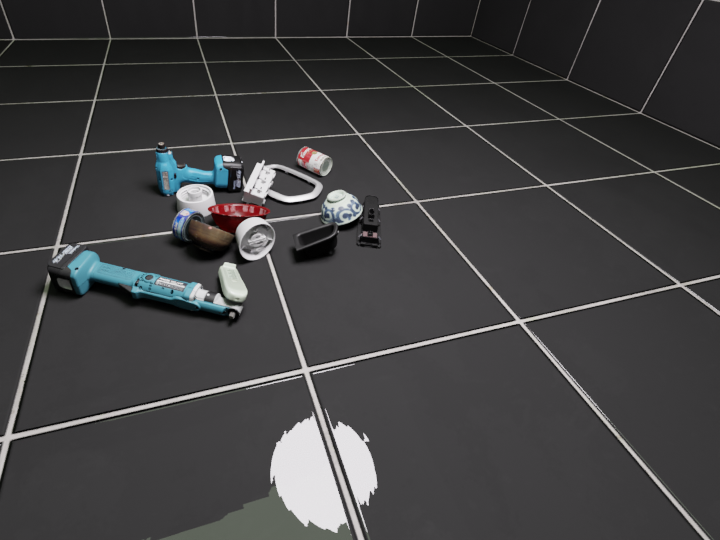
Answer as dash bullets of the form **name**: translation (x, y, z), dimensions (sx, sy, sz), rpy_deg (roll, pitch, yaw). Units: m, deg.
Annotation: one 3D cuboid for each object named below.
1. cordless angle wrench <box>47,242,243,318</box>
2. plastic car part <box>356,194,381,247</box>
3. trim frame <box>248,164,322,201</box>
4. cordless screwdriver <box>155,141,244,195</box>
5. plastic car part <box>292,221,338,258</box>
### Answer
- **cordless angle wrench**: translation (-0.459, 0.035, 0.920), dimensions (0.428, 0.072, 0.099), rpy_deg (13, 41, 6)
- **plastic car part**: translation (0.025, -0.149, 1.187), dimensions (0.067, 0.065, 0.208), rpy_deg (0, 38, 2)
- **trim frame**: translation (-0.238, -0.277, 1.335), dimensions (0.260, 0.027, 0.181), rpy_deg (25, 46, 25)
- **cordless screwdriver**: translation (-0.472, -0.304, 1.245), dimensions (0.243, 0.155, 0.078), rpy_deg (-6, 42, -16)
- **plastic car part**: translation (-0.105, -0.068, 1.069), dimensions (0.116, 0.068, 0.069), rpy_deg (-17, 44, -2)
